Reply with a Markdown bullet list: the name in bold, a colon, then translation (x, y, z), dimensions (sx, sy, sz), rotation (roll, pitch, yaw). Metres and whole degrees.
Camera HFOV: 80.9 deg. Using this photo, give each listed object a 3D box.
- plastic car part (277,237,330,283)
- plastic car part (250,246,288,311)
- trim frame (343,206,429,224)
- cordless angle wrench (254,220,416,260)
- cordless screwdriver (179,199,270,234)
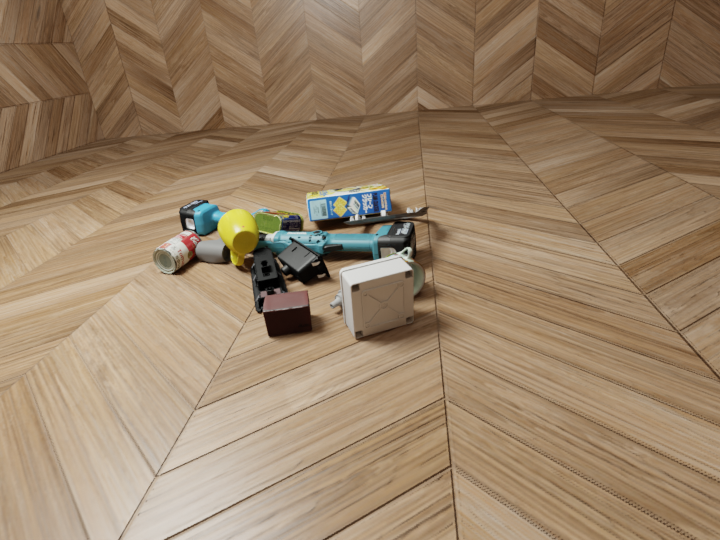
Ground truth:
- **plastic car part**: translation (-0.129, -0.014, 0.880), dimensions (0.070, 0.063, 0.123), rotation (-41, 45, -21)
- **plastic car part**: translation (-0.194, 0.007, 0.863), dimensions (0.066, 0.065, 0.211), rotation (-19, 27, -8)
- **trim frame**: translation (0.067, -0.130, 1.005), dimensions (0.191, 0.027, 0.240), rotation (-4, 4, 26)
- **cordless angle wrench**: translation (-0.094, -0.061, 0.956), dimensions (0.438, 0.072, 0.097), rotation (2, 28, 21)
- **cordless screwdriver**: translation (-0.379, -0.128, 1.145), dimensions (0.257, 0.072, 0.159), rotation (7, 31, 18)
